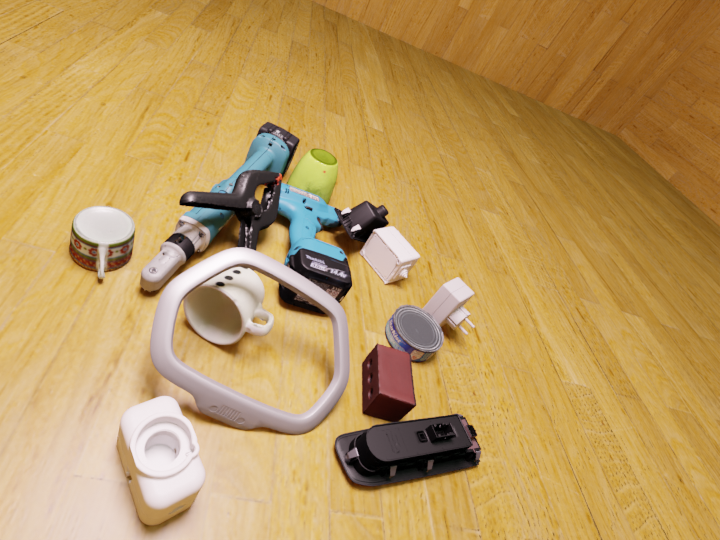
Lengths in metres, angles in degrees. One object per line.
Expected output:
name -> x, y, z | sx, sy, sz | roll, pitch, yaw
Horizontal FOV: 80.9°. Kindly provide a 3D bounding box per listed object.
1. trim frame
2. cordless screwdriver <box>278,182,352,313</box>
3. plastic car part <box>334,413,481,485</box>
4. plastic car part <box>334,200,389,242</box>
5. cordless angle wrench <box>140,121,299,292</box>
trim frame -> -0.112, 0.083, 0.482 | 0.238, 0.028, 0.185 | 33, 68, -23
cordless screwdriver -> -0.068, -0.045, 0.699 | 0.152, 0.074, 0.260 | 16, 35, -28
plastic car part -> 0.069, 0.209, 0.506 | 0.195, 0.067, 0.069 | 1, 53, -26
plastic car part -> 0.014, -0.092, 0.761 | 0.068, 0.072, 0.112 | 61, 20, 15
cordless angle wrench -> -0.214, -0.117, 0.683 | 0.074, 0.098, 0.426 | 28, 42, -5
